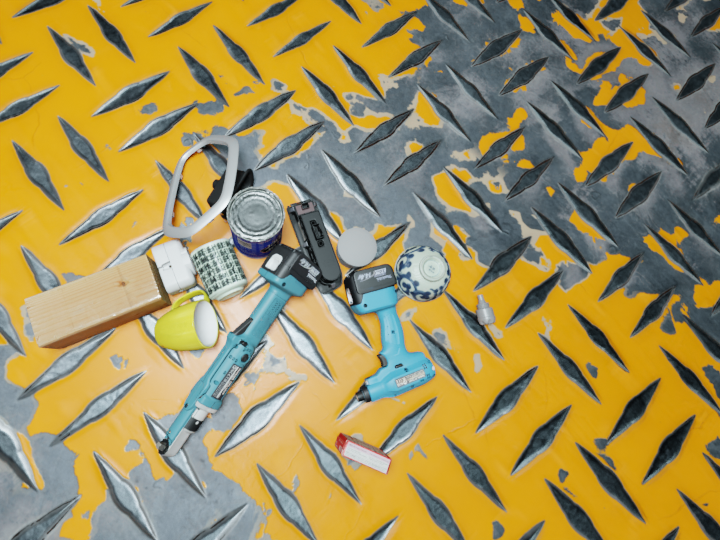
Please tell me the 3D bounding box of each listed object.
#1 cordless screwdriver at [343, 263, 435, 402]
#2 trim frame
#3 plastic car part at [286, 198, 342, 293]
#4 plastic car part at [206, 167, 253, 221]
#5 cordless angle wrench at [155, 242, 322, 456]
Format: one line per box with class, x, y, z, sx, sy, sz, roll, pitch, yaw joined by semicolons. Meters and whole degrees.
cordless screwdriver;0.030;0.121;0.823;0.157;0.074;0.251;-19;83;-12
trim frame;-0.313;-0.169;0.821;0.189;0.026;0.256;-15;59;20
plastic car part;-0.084;-0.055;0.860;0.064;0.068;0.205;-16;81;-25
plastic car part;-0.273;-0.161;0.866;0.072;0.064;0.117;17;71;9
cordless angle wrench;-0.226;0.147;0.775;0.079;0.092;0.423;22;75;42
